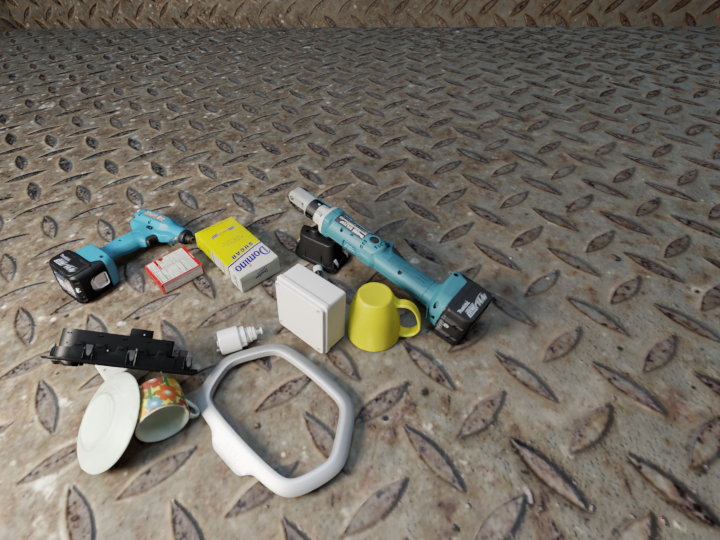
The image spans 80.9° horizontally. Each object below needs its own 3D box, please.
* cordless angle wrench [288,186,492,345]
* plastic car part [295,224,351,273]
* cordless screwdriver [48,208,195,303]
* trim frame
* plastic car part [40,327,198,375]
[{"bbox_3d":[0.023,-0.037,0.768,0.441,0.072,0.096,36,53,23],"label":"cordless angle wrench"},{"bbox_3d":[-0.083,-0.054,0.850,0.121,0.069,0.065,25,46,23],"label":"plastic car part"},{"bbox_3d":[-0.468,-0.035,0.851,0.166,0.072,0.246,19,43,21],"label":"cordless screwdriver"},{"bbox_3d":[-0.123,0.200,0.607,0.261,0.027,0.181,30,51,29],"label":"trim frame"},{"bbox_3d":[-0.336,0.116,0.603,0.194,0.067,0.069,11,-10,-31],"label":"plastic car part"}]
